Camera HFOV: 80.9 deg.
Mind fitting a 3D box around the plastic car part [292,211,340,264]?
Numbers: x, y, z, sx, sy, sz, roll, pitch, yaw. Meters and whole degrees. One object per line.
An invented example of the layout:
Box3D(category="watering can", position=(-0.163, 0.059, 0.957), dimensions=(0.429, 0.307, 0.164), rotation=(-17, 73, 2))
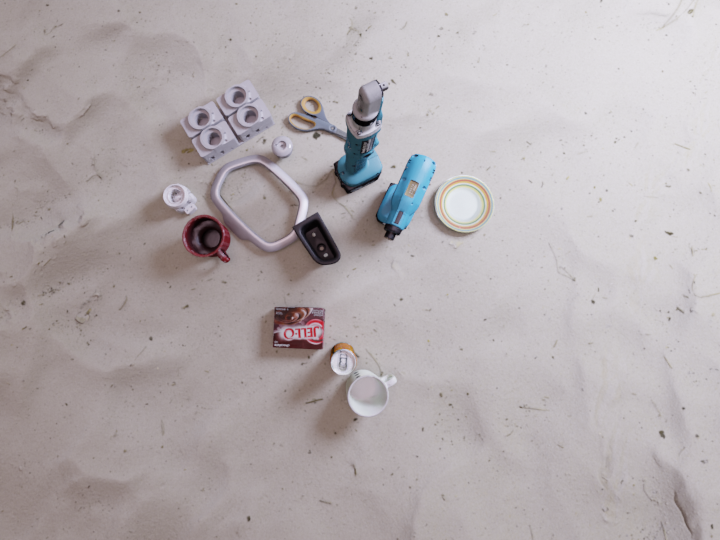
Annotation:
Box3D(category="plastic car part", position=(-0.092, -0.060, 0.938), dimensions=(0.066, 0.070, 0.118), rotation=(-31, 85, -2))

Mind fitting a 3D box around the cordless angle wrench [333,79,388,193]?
Box3D(category="cordless angle wrench", position=(0.001, -0.234, 0.777), dimensions=(0.098, 0.421, 0.075), rotation=(-26, 89, -3))

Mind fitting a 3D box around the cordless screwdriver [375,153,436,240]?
Box3D(category="cordless screwdriver", position=(0.077, -0.123, 0.848), dimensions=(0.075, 0.247, 0.159), rotation=(25, 86, -1))

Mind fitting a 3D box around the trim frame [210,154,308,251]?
Box3D(category="trim frame", position=(-0.234, -0.157, 0.977), dimensions=(0.251, 0.027, 0.184), rotation=(43, 87, 6))
